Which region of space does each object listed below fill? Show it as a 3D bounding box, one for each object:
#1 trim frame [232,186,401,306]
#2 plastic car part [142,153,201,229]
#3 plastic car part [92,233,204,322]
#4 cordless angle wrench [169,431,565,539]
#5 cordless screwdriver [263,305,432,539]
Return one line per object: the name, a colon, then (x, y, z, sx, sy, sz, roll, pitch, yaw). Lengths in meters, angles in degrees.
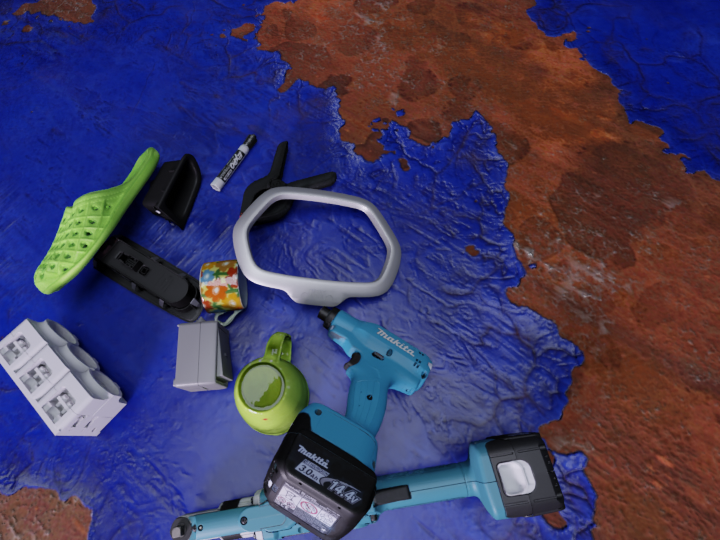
trim frame: (-0.060, -0.039, 0.615, 0.244, 0.027, 0.189, 6, 62, -11)
plastic car part: (-0.312, -0.132, 0.688, 0.073, 0.063, 0.118, 0, 62, 17)
plastic car part: (-0.314, 0.003, 0.625, 0.208, 0.065, 0.066, 28, 64, 12)
cordless angle wrench: (-0.007, 0.258, 0.478, 0.425, 0.095, 0.076, -12, 68, 3)
cordless screwdriver: (-0.024, 0.142, 0.477, 0.163, 0.073, 0.246, 29, 37, 9)
